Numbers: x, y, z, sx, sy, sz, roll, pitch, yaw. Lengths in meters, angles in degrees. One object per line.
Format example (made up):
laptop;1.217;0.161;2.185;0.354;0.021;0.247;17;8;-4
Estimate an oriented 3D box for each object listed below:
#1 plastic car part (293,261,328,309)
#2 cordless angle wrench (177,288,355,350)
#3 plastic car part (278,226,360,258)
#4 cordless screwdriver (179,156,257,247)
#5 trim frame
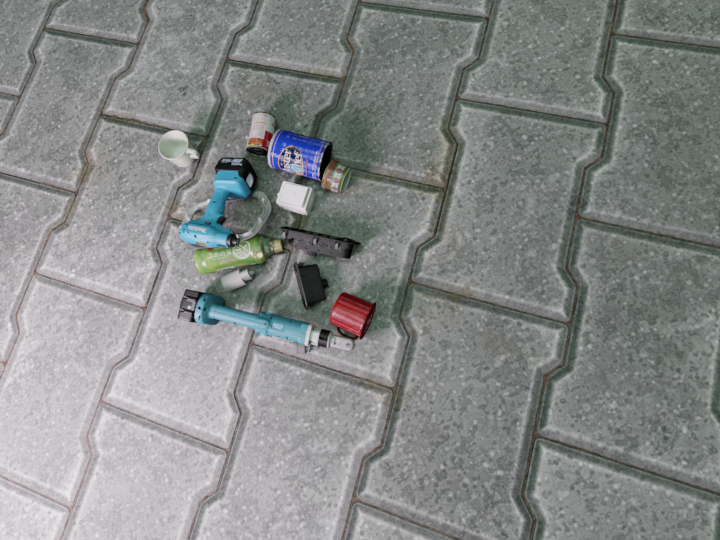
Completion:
plastic car part;-0.117;0.031;1.030;0.070;0.066;0.118;-17;79;-12
cordless angle wrench;-0.220;0.126;0.994;0.433;0.095;0.075;12;82;12
plastic car part;-0.102;-0.067;1.045;0.207;0.065;0.067;8;90;10
cordless screwdriver;-0.329;-0.166;1.052;0.165;0.071;0.251;9;62;20
trim frame;-0.350;-0.139;1.092;0.252;0.026;0.190;-12;53;8
